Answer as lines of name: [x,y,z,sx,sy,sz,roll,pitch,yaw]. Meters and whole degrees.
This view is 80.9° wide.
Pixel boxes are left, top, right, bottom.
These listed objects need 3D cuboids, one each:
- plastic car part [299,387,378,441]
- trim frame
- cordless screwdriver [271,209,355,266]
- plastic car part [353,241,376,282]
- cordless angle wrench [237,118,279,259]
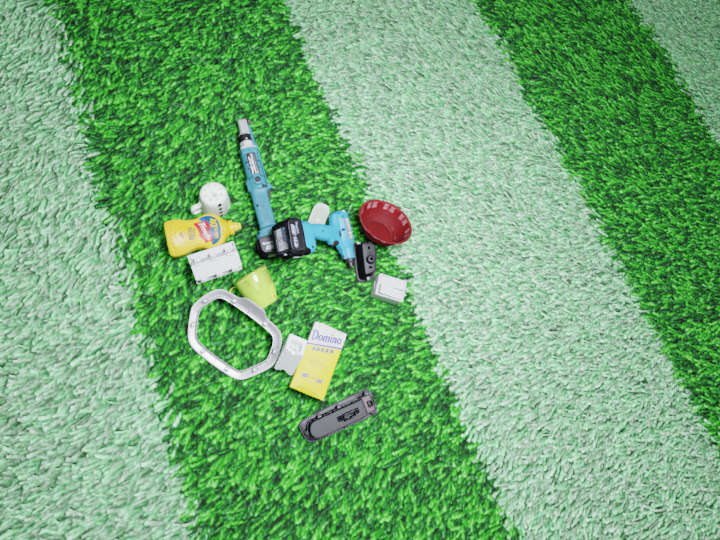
plastic car part: [-0.049,0.365,1.044,0.200,0.068,0.067,-20,88,-14]
trim frame: [-0.314,0.157,1.049,0.250,0.027,0.184,36,86,3]
cordless screwdriver: [-0.109,-0.071,1.113,0.238,0.077,0.160,-13,87,-46]
plastic car part: [0.019,-0.031,1.170,0.065,0.071,0.119,0,71,-14]
cordless angle wrench: [-0.285,-0.241,1.178,0.096,0.074,0.433,-13,74,-16]
